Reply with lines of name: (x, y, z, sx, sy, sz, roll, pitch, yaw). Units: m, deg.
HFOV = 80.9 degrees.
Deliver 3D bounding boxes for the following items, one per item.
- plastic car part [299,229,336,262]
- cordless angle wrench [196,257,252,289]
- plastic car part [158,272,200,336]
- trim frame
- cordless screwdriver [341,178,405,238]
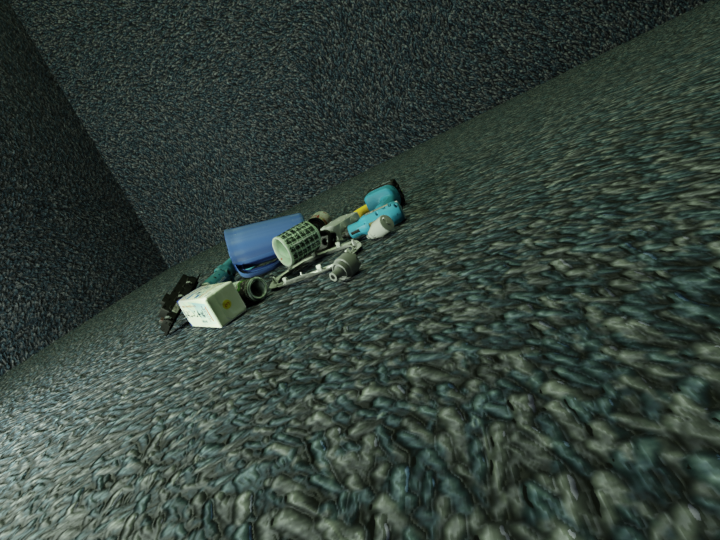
plastic car part: (-0.109, -0.071, 1.114, 0.120, 0.066, 0.069, -16, 2, 27)
cordless angle wrench: (-0.418, 0.017, 1.288, 0.076, 0.095, 0.425, -26, 18, 20)
plastic car part: (-0.491, 0.079, 1.134, 0.206, 0.066, 0.066, -76, 11, -52)
trim frame: (-0.107, -0.017, 0.983, 0.256, 0.027, 0.183, -17, 19, 28)
cordless screwdriver: (0.037, -0.155, 1.103, 0.162, 0.072, 0.251, -23, 19, 18)
